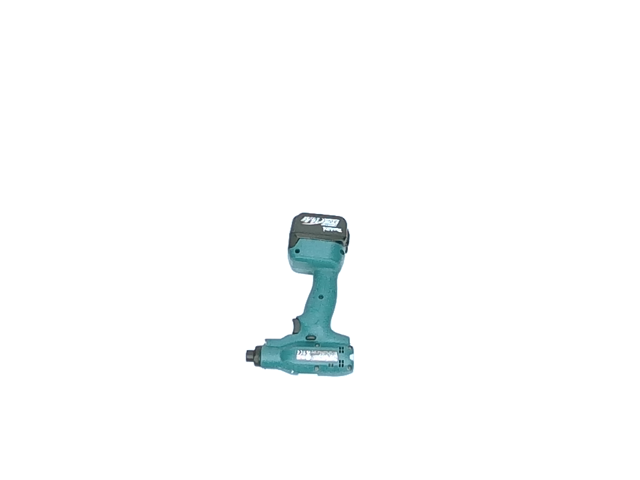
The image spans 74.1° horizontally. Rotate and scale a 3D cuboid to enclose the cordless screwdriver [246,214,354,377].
[{"bbox_3d":[-0.028,0.085,0.667,0.159,0.248,0.074,2,-23,0],"label":"cordless screwdriver"}]
